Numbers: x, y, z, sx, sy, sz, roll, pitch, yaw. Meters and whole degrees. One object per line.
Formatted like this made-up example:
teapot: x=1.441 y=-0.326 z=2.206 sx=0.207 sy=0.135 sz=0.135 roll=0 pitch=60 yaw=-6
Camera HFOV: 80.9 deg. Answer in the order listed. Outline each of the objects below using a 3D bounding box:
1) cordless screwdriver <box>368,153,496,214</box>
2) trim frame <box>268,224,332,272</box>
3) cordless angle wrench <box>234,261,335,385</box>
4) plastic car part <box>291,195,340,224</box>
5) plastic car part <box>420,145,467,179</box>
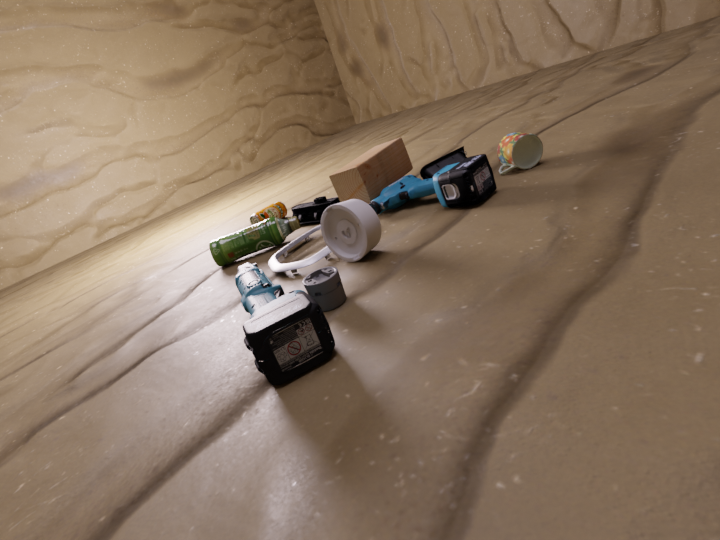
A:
cordless screwdriver: x=0.134 y=-0.162 z=0.871 sx=0.156 sy=0.072 sz=0.260 roll=-35 pitch=22 yaw=-30
trim frame: x=-0.087 y=-0.057 z=0.889 sx=0.193 sy=0.027 sz=0.243 roll=-1 pitch=28 yaw=44
cordless angle wrench: x=-0.158 y=0.042 z=0.674 sx=0.096 sy=0.072 sz=0.440 roll=-27 pitch=20 yaw=-15
plastic car part: x=-0.110 y=-0.154 z=1.094 sx=0.212 sy=0.065 sz=0.066 roll=-6 pitch=31 yaw=39
plastic car part: x=0.207 y=-0.228 z=0.978 sx=0.116 sy=0.063 sz=0.074 roll=-26 pitch=35 yaw=-4
